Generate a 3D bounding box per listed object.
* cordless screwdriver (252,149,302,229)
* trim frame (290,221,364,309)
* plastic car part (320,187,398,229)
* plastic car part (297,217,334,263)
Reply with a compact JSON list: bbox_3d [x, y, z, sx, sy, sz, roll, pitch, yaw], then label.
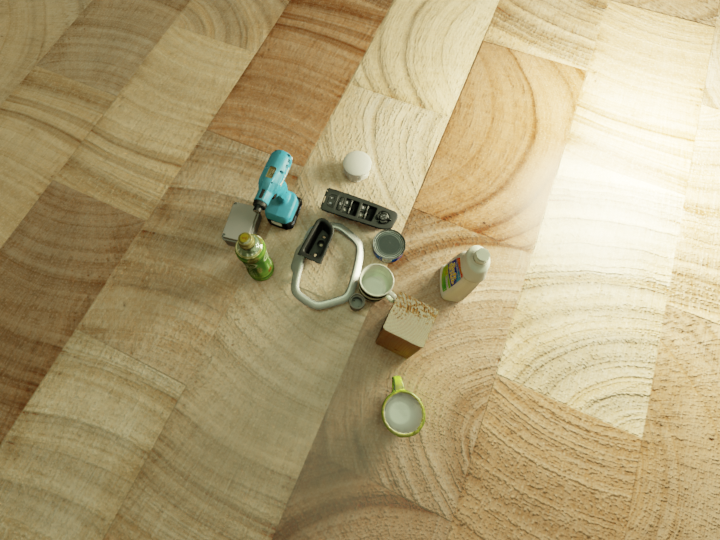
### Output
[{"bbox_3d":[-0.211,-0.171,1.059,0.075,0.244,0.160,19,72,4],"label":"cordless screwdriver"},{"bbox_3d":[-0.090,-0.016,1.110,0.186,0.027,0.251,11,70,6],"label":"trim frame"},{"bbox_3d":[-0.004,-0.154,1.138,0.206,0.065,0.067,18,71,8],"label":"plastic car part"},{"bbox_3d":[-0.108,-0.071,1.109,0.067,0.069,0.117,23,72,7],"label":"plastic car part"}]
